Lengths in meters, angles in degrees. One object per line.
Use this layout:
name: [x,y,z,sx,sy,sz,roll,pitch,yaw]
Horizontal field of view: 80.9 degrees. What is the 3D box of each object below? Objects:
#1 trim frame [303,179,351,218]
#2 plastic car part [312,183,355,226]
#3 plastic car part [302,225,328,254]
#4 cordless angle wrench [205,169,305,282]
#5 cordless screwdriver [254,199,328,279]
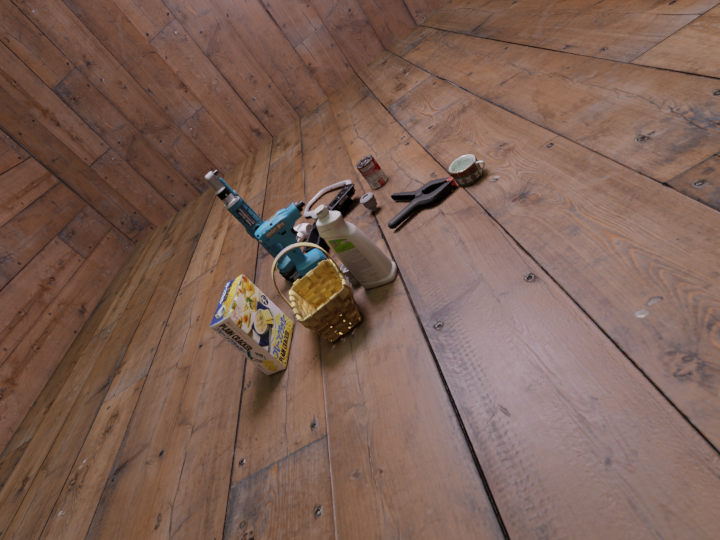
trim frame: [-0.126,-0.272,1.619,0.259,0.026,0.185,-7,45,44]
plastic car part: [-0.086,-0.210,1.458,0.202,0.064,0.069,-46,29,-8]
plastic car part: [-0.132,-0.086,1.346,0.068,0.068,0.119,-23,34,29]
cordless angle wrench: [-0.315,-0.133,1.280,0.098,0.404,0.078,-44,27,-7]
cordless screwdriver: [-0.161,-0.071,1.192,0.159,0.238,0.077,-39,27,3]
